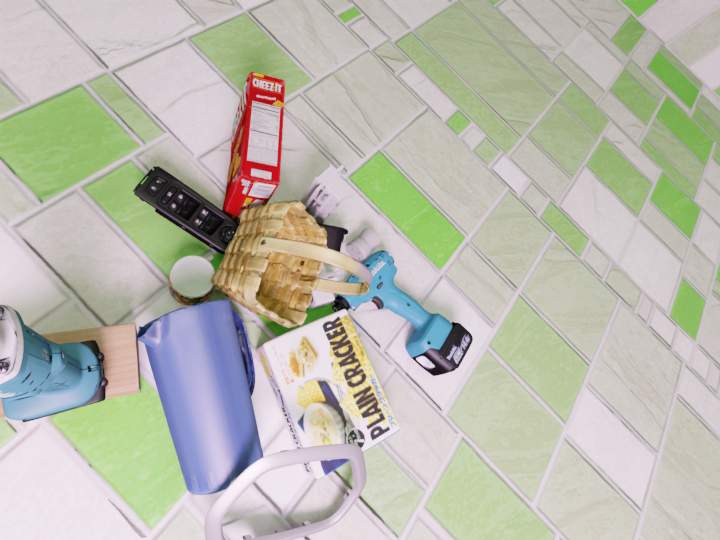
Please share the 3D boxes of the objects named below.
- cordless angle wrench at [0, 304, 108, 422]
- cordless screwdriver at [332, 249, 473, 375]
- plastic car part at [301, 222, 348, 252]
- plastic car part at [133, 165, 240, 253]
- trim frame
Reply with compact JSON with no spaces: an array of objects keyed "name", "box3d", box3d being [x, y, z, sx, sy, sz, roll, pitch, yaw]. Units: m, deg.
[{"name":"cordless angle wrench","box3d":[-0.278,0.077,0.341,0.095,0.429,0.076,-11,78,-28]},{"name":"cordless screwdriver","box3d":[0.074,0.093,0.786,0.251,0.074,0.157,44,60,5]},{"name":"plastic car part","box3d":[-0.078,-0.051,0.800,0.112,0.068,0.071,11,81,-22]},{"name":"plastic car part","box3d":[-0.284,-0.087,0.723,0.199,0.068,0.067,33,51,-11]},{"name":"trim frame","box3d":[-0.093,0.314,0.582,0.236,0.029,0.183,8,107,-36]}]
